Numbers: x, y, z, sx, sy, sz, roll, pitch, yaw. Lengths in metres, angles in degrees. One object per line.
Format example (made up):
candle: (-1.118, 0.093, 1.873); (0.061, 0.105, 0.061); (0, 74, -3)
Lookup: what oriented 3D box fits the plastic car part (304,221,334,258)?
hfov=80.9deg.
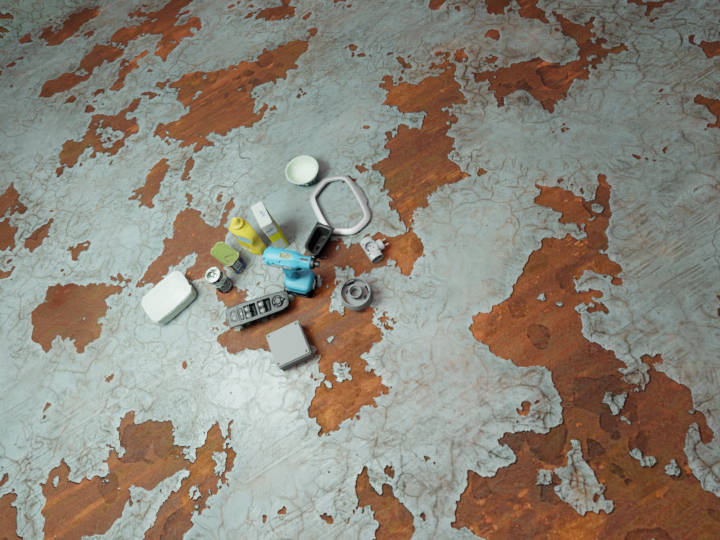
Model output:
plastic car part: (-0.135, -0.088, 1.376); (0.068, 0.068, 0.117); (22, 71, 18)

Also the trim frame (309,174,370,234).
trim frame: (-0.069, -0.226, 1.451); (0.184, 0.026, 0.259); (-27, 63, -1)

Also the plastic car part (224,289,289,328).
plastic car part: (-0.312, 0.123, 1.317); (0.203, 0.064, 0.069); (-21, 64, 2)

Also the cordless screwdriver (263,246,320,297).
cordless screwdriver: (-0.176, 0.009, 1.244); (0.163, 0.239, 0.075); (10, 68, 13)
